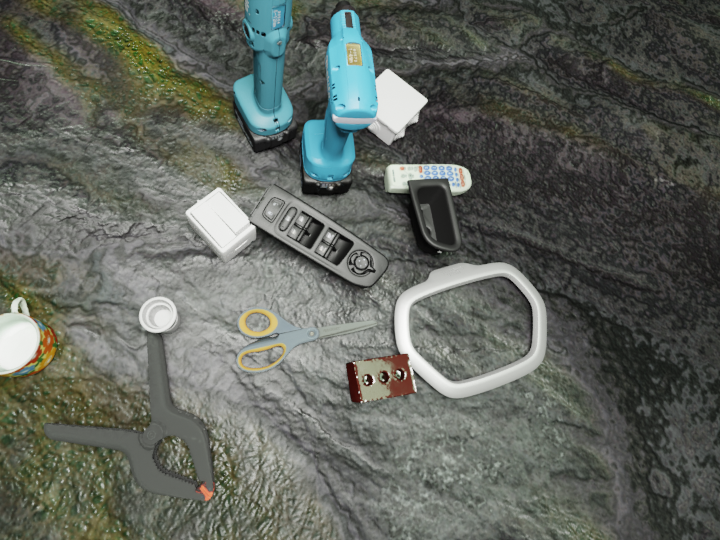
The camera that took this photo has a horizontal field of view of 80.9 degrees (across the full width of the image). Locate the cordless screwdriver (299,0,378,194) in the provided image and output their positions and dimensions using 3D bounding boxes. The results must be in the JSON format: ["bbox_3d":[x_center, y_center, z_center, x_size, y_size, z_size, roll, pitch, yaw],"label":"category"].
[{"bbox_3d":[-0.036,-0.212,0.570,0.073,0.248,0.162,-1,75,-13],"label":"cordless screwdriver"}]

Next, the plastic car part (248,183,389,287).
[{"bbox_3d":[-0.059,-0.039,0.606,0.204,0.067,0.066,30,71,2],"label":"plastic car part"}]

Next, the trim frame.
[{"bbox_3d":[0.165,0.077,0.621,0.244,0.027,0.188,-17,75,-13],"label":"trim frame"}]

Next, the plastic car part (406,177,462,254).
[{"bbox_3d":[0.104,-0.073,0.638,0.065,0.071,0.119,-5,74,-12],"label":"plastic car part"}]

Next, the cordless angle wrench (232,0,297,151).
[{"bbox_3d":[-0.109,-0.286,0.492,0.073,0.423,0.100,-25,82,-18],"label":"cordless angle wrench"}]
